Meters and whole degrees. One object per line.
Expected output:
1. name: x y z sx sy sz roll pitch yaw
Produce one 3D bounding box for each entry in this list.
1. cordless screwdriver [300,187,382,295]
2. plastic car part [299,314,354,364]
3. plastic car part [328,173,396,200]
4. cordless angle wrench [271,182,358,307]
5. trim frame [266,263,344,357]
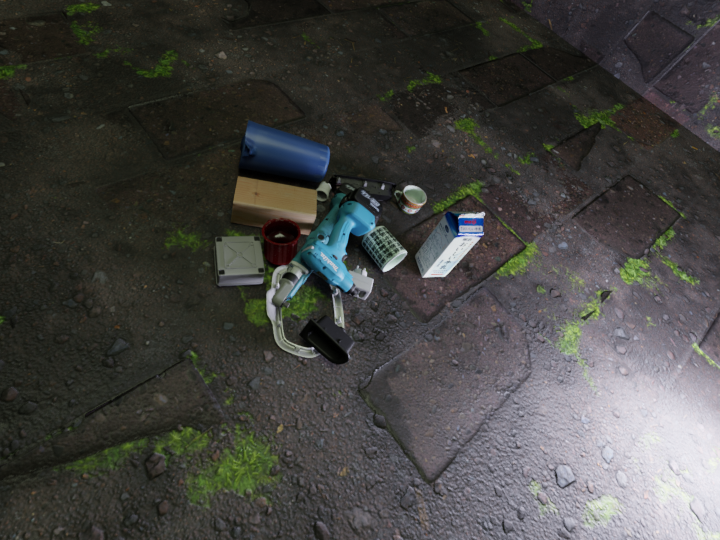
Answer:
1. cordless screwdriver: -0.024 -0.071 1.020 0.155 0.076 0.249 41 58 -16
2. plastic car part: -0.063 0.144 0.923 0.118 0.066 0.070 38 40 6
3. plastic car part: 0.012 -0.237 1.228 0.198 0.066 0.069 1 68 -17
4. cordless angle wrench: -0.103 -0.067 1.055 0.099 0.074 0.422 30 50 2
5. trim frame: -0.129 0.082 0.990 0.180 0.027 0.257 2 58 -14
